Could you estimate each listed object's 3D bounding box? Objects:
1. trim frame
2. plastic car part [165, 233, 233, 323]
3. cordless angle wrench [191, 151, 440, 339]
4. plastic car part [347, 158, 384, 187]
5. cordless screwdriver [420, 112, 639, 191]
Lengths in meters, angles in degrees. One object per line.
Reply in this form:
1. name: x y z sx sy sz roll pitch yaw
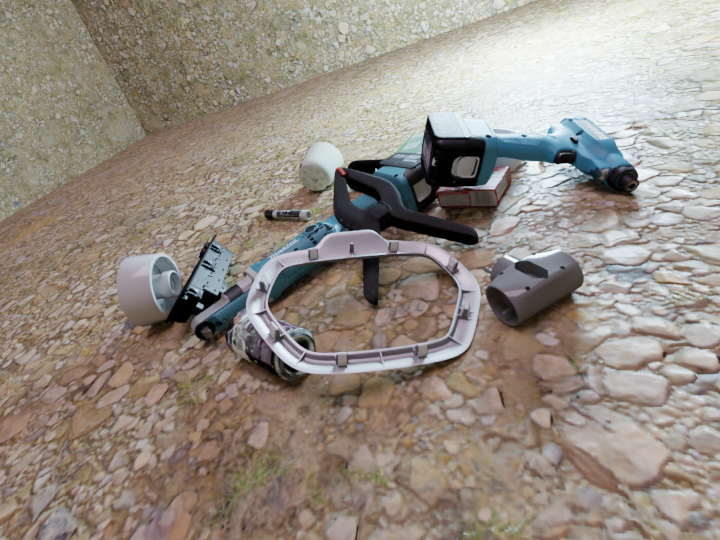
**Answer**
1. trim frame: 0.004 0.023 0.446 0.247 0.026 0.192 -7 43 -4
2. plastic car part: -0.236 0.007 0.653 0.066 0.065 0.210 -60 22 24
3. cordless angle wrench: -0.060 -0.039 0.618 0.417 0.071 0.103 -37 33 -19
4. plastic car part: 0.032 -0.182 0.791 0.069 0.064 0.123 -20 23 -29
5. cordless screwdriver: 0.214 -0.151 0.559 0.248 0.072 0.165 -2 41 -2
